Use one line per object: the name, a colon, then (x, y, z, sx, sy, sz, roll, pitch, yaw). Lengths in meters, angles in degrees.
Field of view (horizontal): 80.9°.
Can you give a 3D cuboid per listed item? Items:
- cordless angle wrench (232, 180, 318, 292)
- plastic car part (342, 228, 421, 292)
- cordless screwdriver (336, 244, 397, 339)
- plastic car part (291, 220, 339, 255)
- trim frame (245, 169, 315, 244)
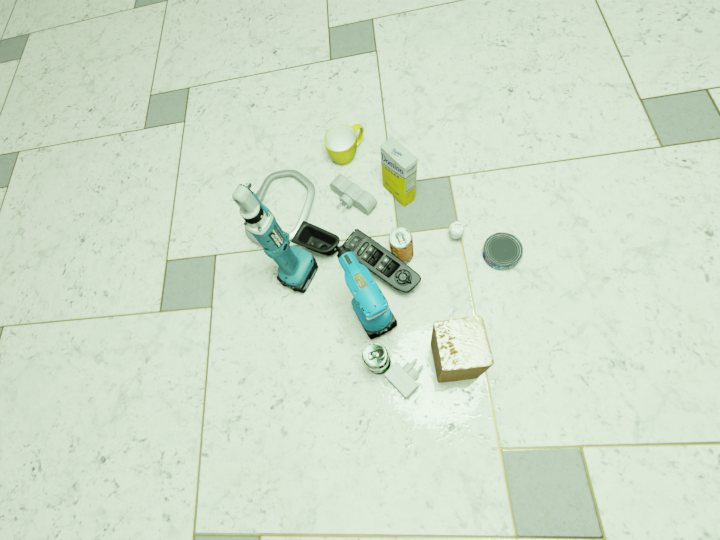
cordless angle wrench: (-0.181, -0.061, 0.905, 0.077, 0.407, 0.098, 24, 74, 16)
plastic car part: (0.050, -0.014, 1.022, 0.212, 0.064, 0.066, 36, 78, 23)
cordless screwdriver: (0.009, 0.051, 0.907, 0.074, 0.239, 0.166, -29, 67, -3)
plastic car part: (-0.105, -0.069, 1.079, 0.121, 0.068, 0.066, 23, 74, 19)
trim frame: (-0.226, -0.177, 1.175, 0.190, 0.026, 0.251, 10, 70, 16)
